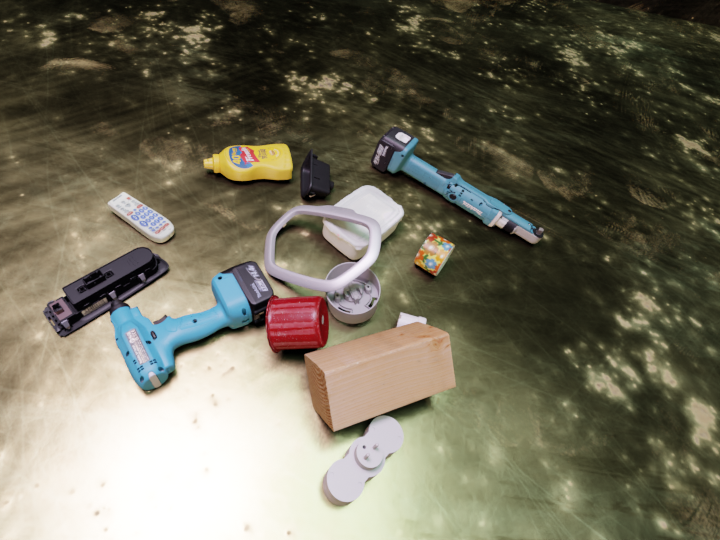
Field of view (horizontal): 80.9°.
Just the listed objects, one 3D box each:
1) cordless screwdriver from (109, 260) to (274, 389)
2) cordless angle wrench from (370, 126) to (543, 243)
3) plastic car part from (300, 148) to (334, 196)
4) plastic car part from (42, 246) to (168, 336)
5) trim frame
[{"bbox_3d":[-0.275,0.064,0.698,0.244,0.073,0.166,-30,63,-25],"label":"cordless screwdriver"},{"bbox_3d":[0.225,-0.188,0.986,0.433,0.097,0.073,35,53,11],"label":"cordless angle wrench"},{"bbox_3d":[-0.095,-0.206,0.958,0.068,0.066,0.120,10,53,-24],"label":"plastic car part"},{"bbox_3d":[-0.427,0.019,0.715,0.069,0.065,0.199,35,51,23],"label":"plastic car part"},{"bbox_3d":[-0.077,-0.051,0.790,0.261,0.026,0.185,13,66,33],"label":"trim frame"}]
